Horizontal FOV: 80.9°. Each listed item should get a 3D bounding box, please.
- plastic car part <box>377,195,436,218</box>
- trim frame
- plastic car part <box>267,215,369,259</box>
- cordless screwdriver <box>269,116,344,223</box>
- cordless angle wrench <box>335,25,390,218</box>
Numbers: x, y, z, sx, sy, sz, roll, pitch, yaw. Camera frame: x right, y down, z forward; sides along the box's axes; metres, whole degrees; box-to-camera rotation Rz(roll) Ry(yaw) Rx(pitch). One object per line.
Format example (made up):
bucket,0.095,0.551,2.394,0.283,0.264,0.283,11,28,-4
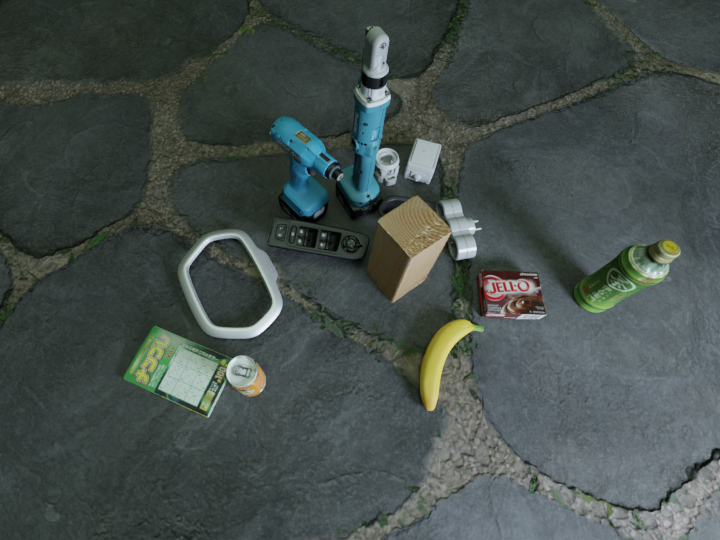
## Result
plastic car part,0.092,-0.112,0.893,0.118,0.069,0.067,11,65,4
trim frame,-0.261,0.023,0.852,0.182,0.027,0.258,-28,67,-13
plastic car part,-0.085,-0.056,0.868,0.205,0.065,0.067,8,65,4
cordless screwdriver,-0.098,-0.170,0.827,0.073,0.243,0.165,-41,73,-20
cordless angle wrench,0.009,-0.241,0.766,0.073,0.414,0.101,-25,70,-15
